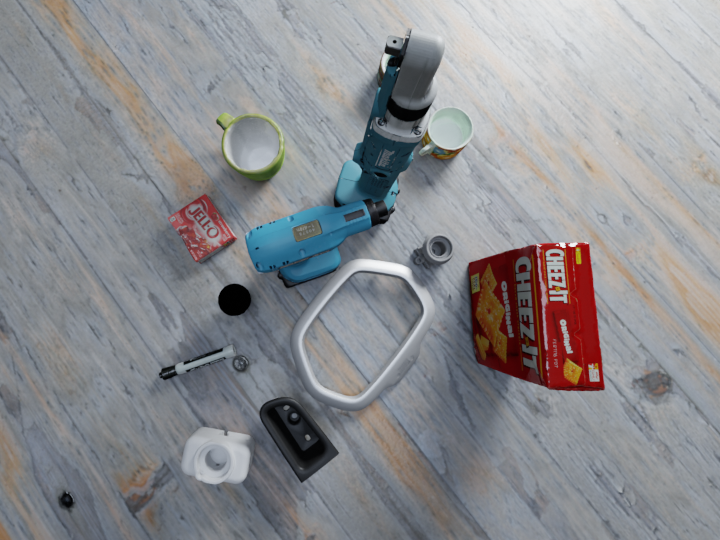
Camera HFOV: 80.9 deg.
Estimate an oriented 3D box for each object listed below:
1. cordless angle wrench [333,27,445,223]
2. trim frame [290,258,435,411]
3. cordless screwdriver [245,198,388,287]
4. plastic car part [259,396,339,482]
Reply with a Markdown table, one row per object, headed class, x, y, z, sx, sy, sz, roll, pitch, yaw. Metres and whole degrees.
| class | x | y | z | sx | sy | sz | roll | pitch | yaw |
| --- | --- | --- | --- | --- | --- | --- | --- | --- | --- |
| cordless angle wrench | 0.027 | -0.136 | 0.492 | 0.098 | 0.421 | 0.074 | 16 | 84 | -4 |
| trim frame | 0.003 | 0.097 | 0.657 | 0.186 | 0.027 | 0.248 | 37 | 84 | 5 |
| cordless screwdriver | -0.055 | -0.036 | 0.565 | 0.158 | 0.248 | 0.075 | -19 | 87 | -5 |
| plastic car part | -0.093 | 0.228 | 0.616 | 0.066 | 0.070 | 0.118 | -37 | 85 | -6 |
